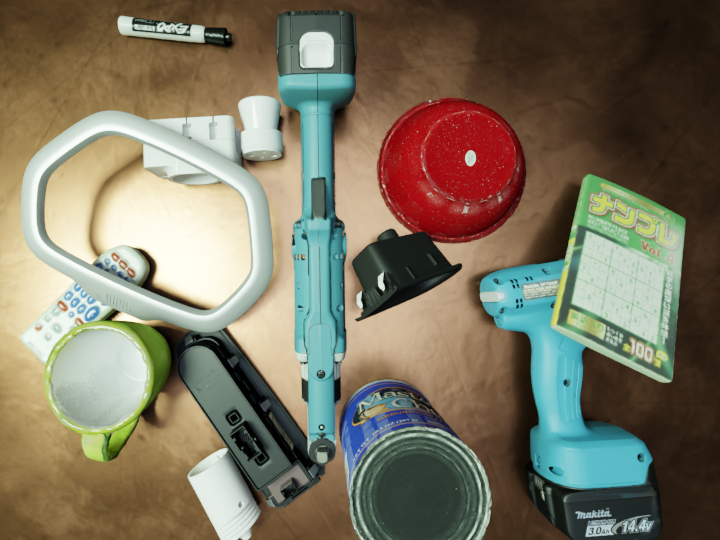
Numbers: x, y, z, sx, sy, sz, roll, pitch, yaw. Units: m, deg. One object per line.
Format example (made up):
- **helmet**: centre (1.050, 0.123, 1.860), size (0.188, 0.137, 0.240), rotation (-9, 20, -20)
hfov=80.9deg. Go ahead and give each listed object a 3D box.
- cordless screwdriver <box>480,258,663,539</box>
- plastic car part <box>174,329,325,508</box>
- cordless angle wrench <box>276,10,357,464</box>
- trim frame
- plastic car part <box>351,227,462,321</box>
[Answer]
- **cordless screwdriver**: centre (0.222, 0.112, 0.411), size (0.159, 0.074, 0.251), rotation (-9, 82, -2)
- **plastic car part**: centre (-0.119, 0.144, 0.415), size (0.066, 0.066, 0.205), rotation (-36, 84, 3)
- **cordless angle wrench**: centre (-0.041, -0.027, 0.418), size (0.074, 0.098, 0.423), rotation (-1, 90, -4)
- **trim frame**: centre (-0.200, -0.041, 0.402), size (0.246, 0.028, 0.184), rotation (25, 95, -6)
- **plastic car part**: centre (0.037, -0.007, 0.416), size (0.112, 0.066, 0.073), rotation (-20, 72, -42)
